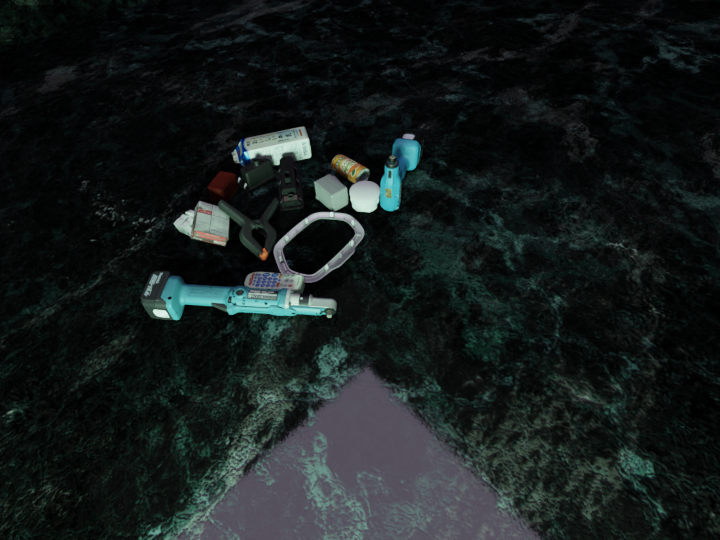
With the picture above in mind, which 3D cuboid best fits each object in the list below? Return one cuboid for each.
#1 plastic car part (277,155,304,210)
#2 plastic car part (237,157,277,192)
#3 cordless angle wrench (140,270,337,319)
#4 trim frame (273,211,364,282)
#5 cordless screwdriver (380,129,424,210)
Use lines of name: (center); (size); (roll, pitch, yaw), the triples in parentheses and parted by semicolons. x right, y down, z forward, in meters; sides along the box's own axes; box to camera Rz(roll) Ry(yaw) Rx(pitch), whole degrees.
plastic car part: (-0.207, -0.258, 1.203); (0.067, 0.064, 0.211); (-14, 47, 2)
plastic car part: (-0.304, -0.291, 1.234); (0.115, 0.068, 0.069); (-36, 58, -19)
cordless angle wrench: (-0.263, 0.065, 0.934); (0.428, 0.072, 0.100); (3, 51, 6)
trim frame: (-0.103, -0.067, 1.050); (0.193, 0.026, 0.245); (31, 58, 27)
cordless screwdriver: (0.108, -0.294, 1.130); (0.076, 0.153, 0.250); (13, 51, 13)
